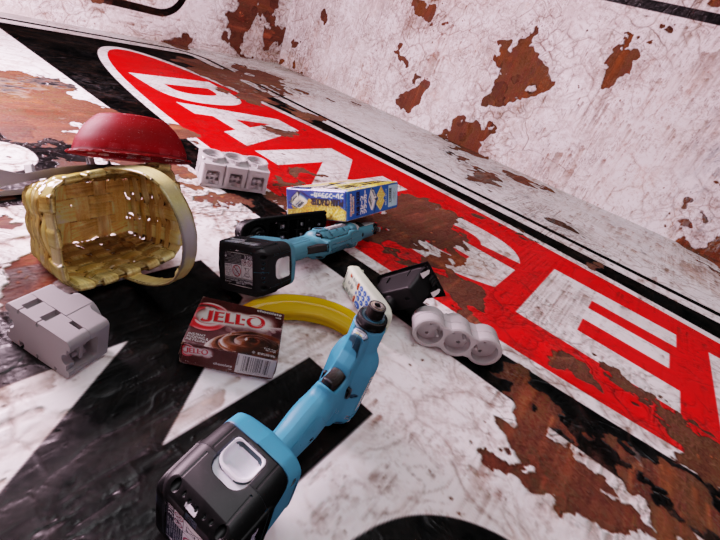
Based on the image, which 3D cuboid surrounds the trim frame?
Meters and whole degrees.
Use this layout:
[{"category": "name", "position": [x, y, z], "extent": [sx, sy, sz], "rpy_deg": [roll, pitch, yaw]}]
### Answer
[{"category": "trim frame", "position": [-0.470, -0.131, 0.605], "extent": [0.250, 0.027, 0.186], "rpy_deg": [-9, 13, 2]}]

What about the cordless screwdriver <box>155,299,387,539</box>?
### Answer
[{"category": "cordless screwdriver", "position": [-0.055, 0.130, 0.378], "extent": [0.077, 0.157, 0.242], "rpy_deg": [31, 32, 18]}]

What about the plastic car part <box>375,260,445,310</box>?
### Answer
[{"category": "plastic car part", "position": [0.064, 0.038, 0.690], "extent": [0.070, 0.121, 0.065], "rpy_deg": [-43, 109, -45]}]

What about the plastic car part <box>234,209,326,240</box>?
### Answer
[{"category": "plastic car part", "position": [-0.151, -0.079, 0.787], "extent": [0.071, 0.065, 0.195], "rpy_deg": [27, 28, 32]}]

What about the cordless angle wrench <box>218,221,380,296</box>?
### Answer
[{"category": "cordless angle wrench", "position": [-0.075, -0.049, 0.763], "extent": [0.102, 0.073, 0.410], "rpy_deg": [8, 17, 28]}]
